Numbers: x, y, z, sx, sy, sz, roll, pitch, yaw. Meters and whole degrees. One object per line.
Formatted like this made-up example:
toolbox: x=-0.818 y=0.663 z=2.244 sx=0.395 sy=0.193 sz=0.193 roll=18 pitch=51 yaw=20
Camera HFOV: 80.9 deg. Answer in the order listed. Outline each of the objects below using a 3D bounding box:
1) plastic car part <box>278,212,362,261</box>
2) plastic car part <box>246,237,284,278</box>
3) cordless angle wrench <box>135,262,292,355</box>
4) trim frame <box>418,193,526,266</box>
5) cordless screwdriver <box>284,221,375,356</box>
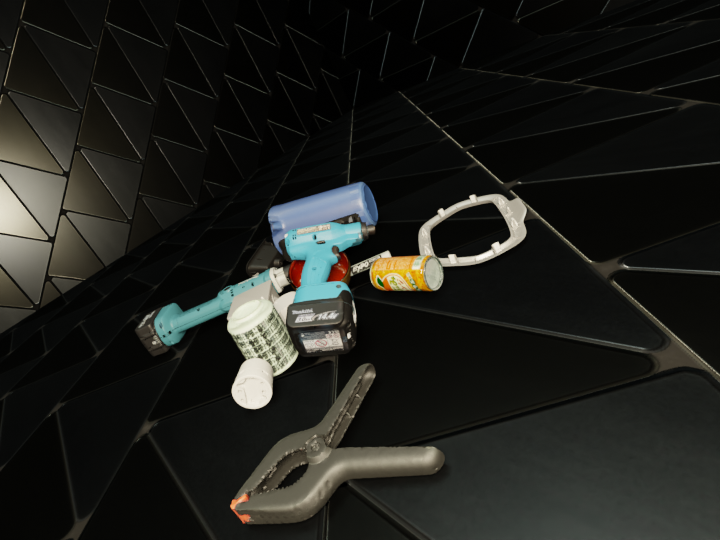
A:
plastic car part: x=-0.091 y=-0.060 z=0.935 sx=0.209 sy=0.064 sz=0.068 roll=-14 pitch=27 yaw=22
plastic car part: x=-0.223 y=-0.022 z=1.037 sx=0.073 sy=0.063 sz=0.117 roll=-4 pitch=34 yaw=18
cordless angle wrench: x=-0.278 y=0.061 z=0.917 sx=0.426 sy=0.072 sz=0.100 roll=-23 pitch=22 yaw=6
trim frame: x=0.189 y=-0.077 z=0.737 sx=0.188 sy=0.026 sz=0.251 roll=-19 pitch=24 yaw=17
cordless screwdriver: x=-0.042 y=0.010 z=0.675 sx=0.160 sy=0.071 sz=0.258 roll=-12 pitch=43 yaw=4
